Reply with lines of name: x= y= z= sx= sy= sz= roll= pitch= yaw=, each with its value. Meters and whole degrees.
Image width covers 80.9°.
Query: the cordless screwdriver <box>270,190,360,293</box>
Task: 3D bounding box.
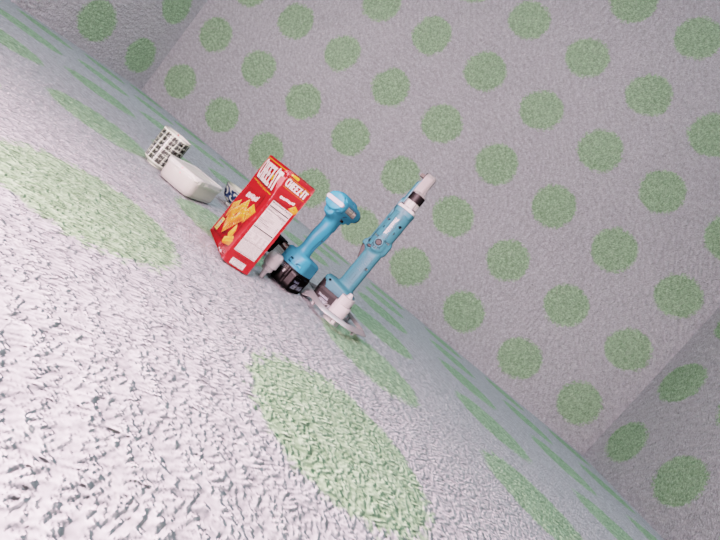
cordless screwdriver: x=-0.095 y=-0.062 z=0.973 sx=0.077 sy=0.249 sz=0.153 roll=41 pitch=5 yaw=19

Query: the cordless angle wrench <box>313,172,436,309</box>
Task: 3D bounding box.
cordless angle wrench: x=0.045 y=-0.068 z=1.055 sx=0.101 sy=0.423 sz=0.072 roll=41 pitch=5 yaw=13

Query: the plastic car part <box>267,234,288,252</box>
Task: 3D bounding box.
plastic car part: x=-0.249 y=-0.082 z=1.090 sx=0.068 sy=0.071 sz=0.112 roll=41 pitch=4 yaw=19

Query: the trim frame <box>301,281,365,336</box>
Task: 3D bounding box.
trim frame: x=-0.074 y=0.091 z=1.045 sx=0.177 sy=0.027 sz=0.259 roll=37 pitch=4 yaw=-24
